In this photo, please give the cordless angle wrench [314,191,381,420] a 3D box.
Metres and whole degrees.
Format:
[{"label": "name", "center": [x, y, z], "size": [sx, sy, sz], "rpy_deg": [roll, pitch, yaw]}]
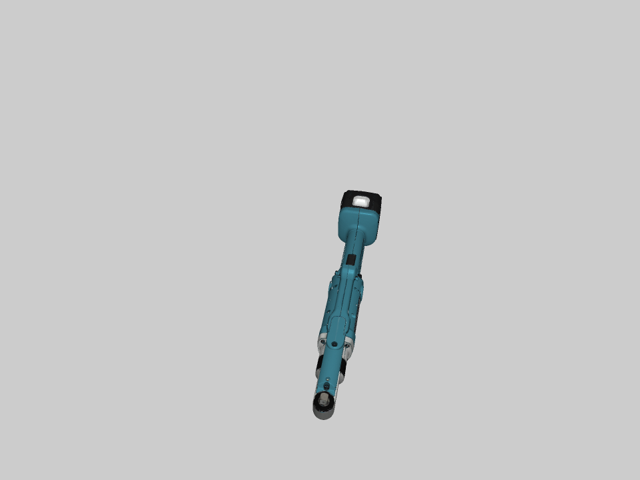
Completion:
[{"label": "cordless angle wrench", "center": [0.041, 0.078, 0.673], "size": [0.074, 0.098, 0.421], "rpy_deg": [8, 43, 7]}]
